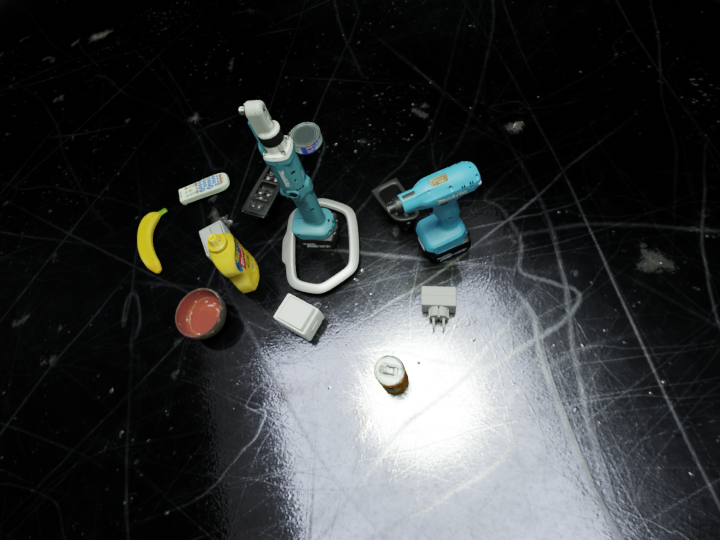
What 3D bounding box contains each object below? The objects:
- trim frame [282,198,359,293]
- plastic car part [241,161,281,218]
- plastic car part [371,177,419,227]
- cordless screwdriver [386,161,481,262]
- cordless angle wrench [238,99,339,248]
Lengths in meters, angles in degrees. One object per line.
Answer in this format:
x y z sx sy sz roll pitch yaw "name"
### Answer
-0.095 -0.062 0.970 0.187 0.026 0.255 -9 62 10 "trim frame"
-0.218 -0.210 1.054 0.069 0.064 0.204 13 68 18 "plastic car part"
0.083 -0.136 0.935 0.066 0.068 0.122 -29 61 -2 "plastic car part"
0.136 -0.095 0.804 0.159 0.238 0.077 -22 63 1 "cordless screwdriver"
-0.127 -0.167 0.813 0.100 0.405 0.076 3 66 12 "cordless angle wrench"
